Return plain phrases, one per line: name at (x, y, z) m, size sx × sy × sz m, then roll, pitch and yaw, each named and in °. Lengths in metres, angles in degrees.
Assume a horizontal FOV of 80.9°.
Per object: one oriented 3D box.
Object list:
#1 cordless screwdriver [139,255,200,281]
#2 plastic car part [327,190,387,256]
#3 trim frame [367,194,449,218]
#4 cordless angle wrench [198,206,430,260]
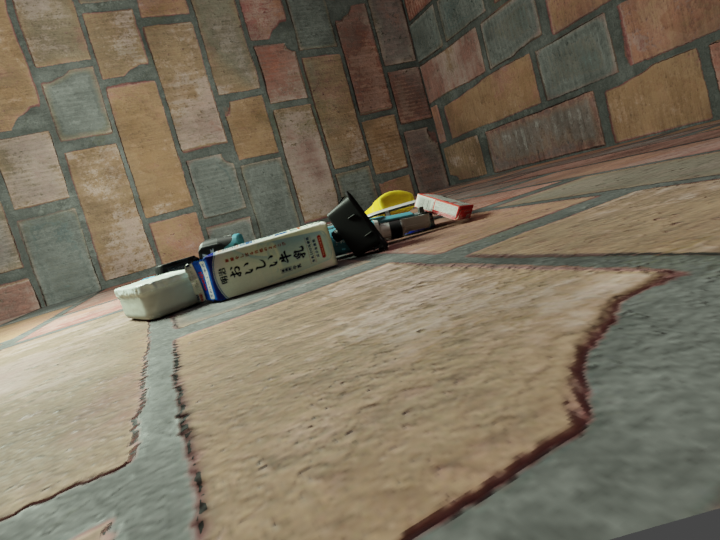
cordless screwdriver at (-0.419, 0.016, 0.993) m, size 0.154 × 0.074 × 0.258 m, roll -21°, pitch 6°, yaw -34°
plastic car part at (-0.013, -0.070, 0.728) m, size 0.071 × 0.116 × 0.066 m, roll -39°, pitch 1°, yaw 10°
trim frame at (0.084, -0.119, 0.949) m, size 0.247 × 0.028 × 0.183 m, roll -18°, pitch -4°, yaw -5°
cordless angle wrench at (-0.076, -0.050, 0.779) m, size 0.421 × 0.097 × 0.075 m, roll -12°, pitch 6°, yaw -3°
